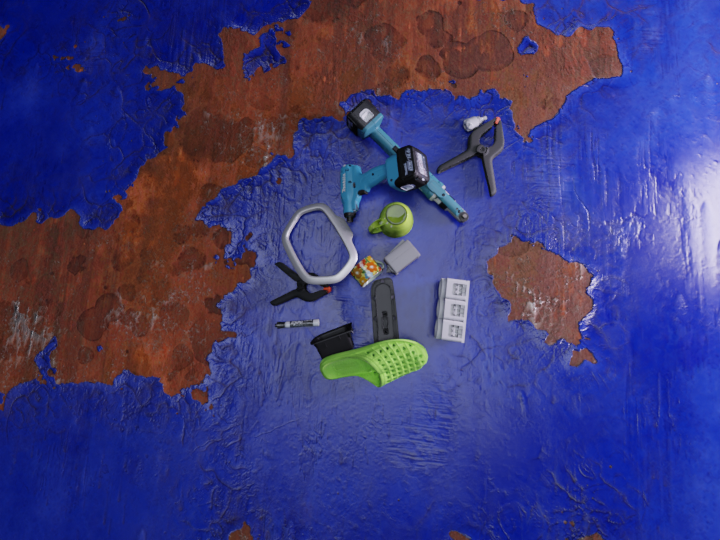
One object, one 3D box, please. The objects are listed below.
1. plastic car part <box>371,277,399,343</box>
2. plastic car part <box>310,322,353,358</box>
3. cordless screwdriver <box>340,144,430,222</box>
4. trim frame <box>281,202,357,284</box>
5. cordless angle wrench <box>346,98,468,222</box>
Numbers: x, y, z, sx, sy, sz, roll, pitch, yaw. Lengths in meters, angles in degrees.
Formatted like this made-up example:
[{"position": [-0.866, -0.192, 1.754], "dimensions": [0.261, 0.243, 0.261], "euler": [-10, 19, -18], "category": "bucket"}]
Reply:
[{"position": [0.061, 0.118, 1.100], "dimensions": [0.068, 0.065, 0.205], "euler": [-5, 78, 11], "category": "plastic car part"}, {"position": [-0.065, 0.193, 1.108], "dimensions": [0.117, 0.066, 0.070], "euler": [-25, 96, 6], "category": "plastic car part"}, {"position": [0.050, -0.219, 1.092], "dimensions": [0.259, 0.070, 0.161], "euler": [-8, 76, 39], "category": "cordless screwdriver"}, {"position": [-0.112, -0.073, 1.142], "dimensions": [0.185, 0.026, 0.259], "euler": [-34, 64, 5], "category": "trim frame"}, {"position": [0.132, -0.285, 1.141], "dimensions": [0.074, 0.096, 0.429], "euler": [-43, 83, -1], "category": "cordless angle wrench"}]
